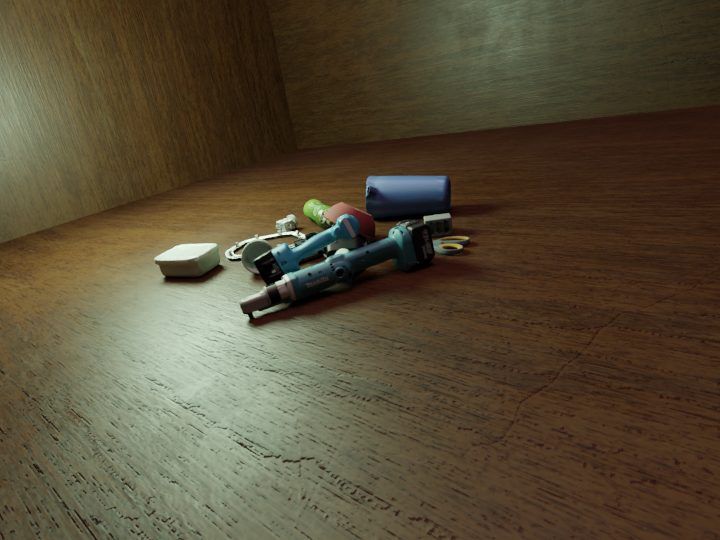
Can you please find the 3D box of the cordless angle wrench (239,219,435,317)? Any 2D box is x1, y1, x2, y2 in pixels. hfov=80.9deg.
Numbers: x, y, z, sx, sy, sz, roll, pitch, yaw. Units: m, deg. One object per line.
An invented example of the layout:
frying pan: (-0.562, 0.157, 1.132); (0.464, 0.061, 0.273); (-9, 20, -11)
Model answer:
cordless angle wrench: (-0.049, 0.000, 0.887); (0.417, 0.095, 0.077); (-21, 19, -13)

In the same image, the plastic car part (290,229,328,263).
plastic car part: (-0.110, -0.072, 1.121); (0.198, 0.066, 0.069); (-17, 14, -19)

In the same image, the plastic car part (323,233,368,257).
plastic car part: (-0.038, -0.049, 1.042); (0.118, 0.063, 0.073); (-5, 37, 7)

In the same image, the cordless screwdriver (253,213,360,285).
cordless screwdriver: (-0.118, -0.055, 0.974); (0.249, 0.073, 0.161); (-29, 9, 2)

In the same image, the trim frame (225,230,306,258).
trim frame: (-0.282, -0.080, 1.263); (0.249, 0.027, 0.189); (-9, 23, 1)
